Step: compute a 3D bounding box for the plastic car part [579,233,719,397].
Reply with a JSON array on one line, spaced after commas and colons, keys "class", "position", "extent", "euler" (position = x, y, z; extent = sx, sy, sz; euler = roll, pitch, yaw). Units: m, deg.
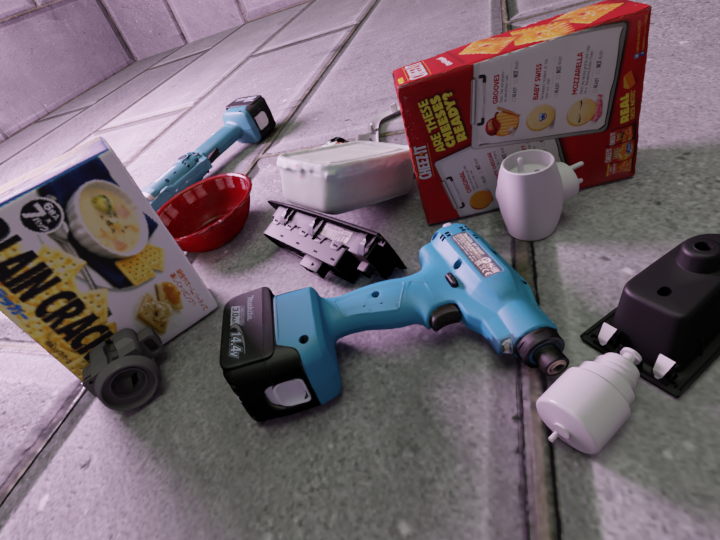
[{"class": "plastic car part", "position": [0.220, 0.014, 0.285], "extent": [0.115, 0.067, 0.070], "euler": [-36, 41, -11]}]

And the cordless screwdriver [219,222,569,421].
[{"class": "cordless screwdriver", "position": [0.016, 0.052, 0.344], "extent": [0.248, 0.071, 0.167], "euler": [-20, 38, -2]}]

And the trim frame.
[{"class": "trim frame", "position": [0.084, -0.217, 0.653], "extent": [0.188, 0.026, 0.255], "euler": [-13, 41, 14]}]

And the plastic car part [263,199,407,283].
[{"class": "plastic car part", "position": [-0.047, -0.031, 0.484], "extent": [0.215, 0.062, 0.067], "euler": [29, 86, 44]}]

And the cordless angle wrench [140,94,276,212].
[{"class": "cordless angle wrench", "position": [-0.317, -0.190, 0.793], "extent": [0.103, 0.071, 0.422], "euler": [8, 51, 34]}]
